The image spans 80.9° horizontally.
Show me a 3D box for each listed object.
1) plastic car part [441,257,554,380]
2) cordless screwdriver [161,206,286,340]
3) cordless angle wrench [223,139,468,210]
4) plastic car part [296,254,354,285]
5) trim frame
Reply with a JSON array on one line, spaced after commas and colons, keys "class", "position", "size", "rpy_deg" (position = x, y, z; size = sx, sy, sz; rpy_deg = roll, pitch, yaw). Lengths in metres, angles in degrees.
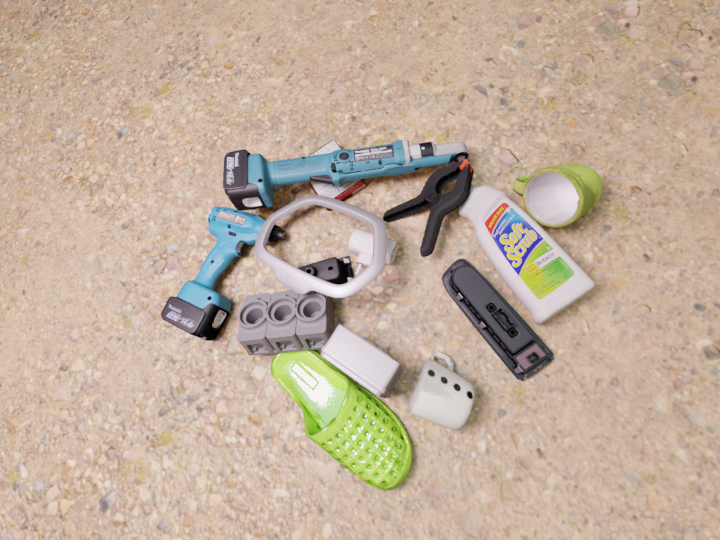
[{"class": "plastic car part", "position": [0.201, 0.066, 0.651], "size": [0.066, 0.064, 0.212], "rpy_deg": [-39, 65, 6]}, {"class": "cordless screwdriver", "position": [-0.248, 0.005, 0.783], "size": [0.165, 0.071, 0.250], "rpy_deg": [15, 73, 18]}, {"class": "cordless angle wrench", "position": [-0.028, -0.185, 0.749], "size": [0.427, 0.072, 0.100], "rpy_deg": [-7, 66, 6]}, {"class": "plastic car part", "position": [-0.073, 0.009, 0.735], "size": [0.118, 0.068, 0.068], "rpy_deg": [-13, 69, 6]}, {"class": "trim frame", "position": [-0.070, -0.046, 0.714], "size": [0.261, 0.026, 0.184], "rpy_deg": [24, 66, 28]}]
